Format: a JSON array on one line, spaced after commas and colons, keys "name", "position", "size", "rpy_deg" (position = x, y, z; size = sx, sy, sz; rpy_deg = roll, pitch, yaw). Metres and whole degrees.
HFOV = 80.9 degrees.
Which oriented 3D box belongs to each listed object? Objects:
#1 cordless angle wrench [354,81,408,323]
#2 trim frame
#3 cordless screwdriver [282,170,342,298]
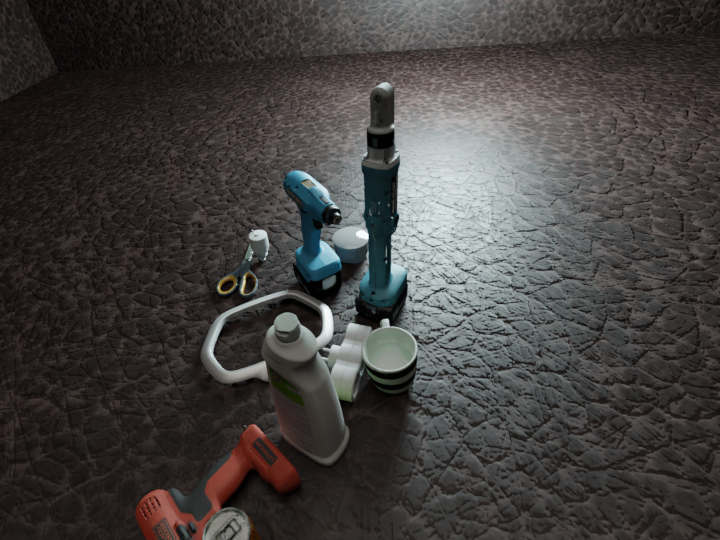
[{"name": "cordless angle wrench", "position": [0.034, -0.087, 0.688], "size": [0.078, 0.408, 0.097], "rpy_deg": [18, 44, 23]}, {"name": "trim frame", "position": [-0.170, 0.117, 0.774], "size": [0.244, 0.026, 0.194], "rpy_deg": [-20, 42, -14]}, {"name": "cordless screwdriver", "position": [-0.077, -0.051, 0.791], "size": [0.073, 0.240, 0.168], "rpy_deg": [-23, 44, -22]}]
